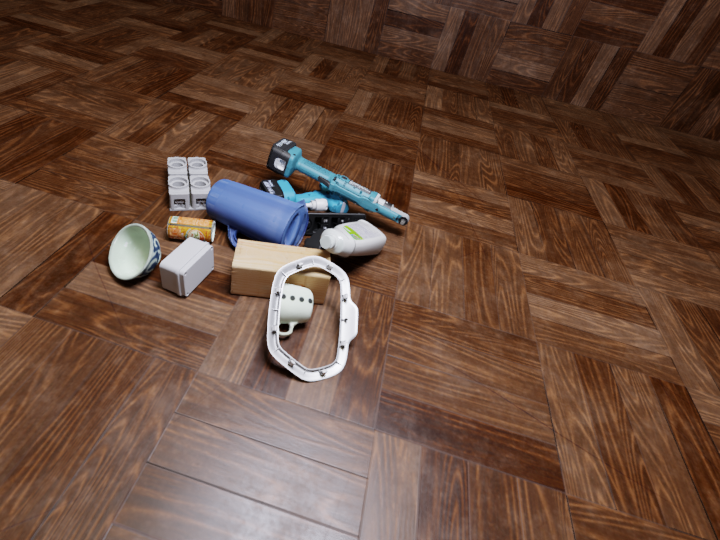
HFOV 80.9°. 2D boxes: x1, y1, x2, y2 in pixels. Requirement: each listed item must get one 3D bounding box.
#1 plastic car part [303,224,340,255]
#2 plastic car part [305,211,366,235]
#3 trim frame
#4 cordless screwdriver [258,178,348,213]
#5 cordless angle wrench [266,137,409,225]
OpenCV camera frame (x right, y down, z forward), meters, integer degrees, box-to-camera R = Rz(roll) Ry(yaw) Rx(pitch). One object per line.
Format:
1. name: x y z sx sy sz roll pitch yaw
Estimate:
1. plastic car part: -0.104 -0.068 1.066 0.074 0.064 0.115 18 42 27
2. plastic car part: -0.091 -0.132 1.134 0.197 0.065 0.070 -3 33 -18
3. trim frame: -0.091 0.087 0.831 0.178 0.028 0.254 12 64 -21
4. cordless screwdriver: -0.168 -0.220 1.207 0.240 0.073 0.167 -4 43 -24
5. cordless angle wrench: -0.057 -0.235 1.173 0.428 0.074 0.097 28 36 6
